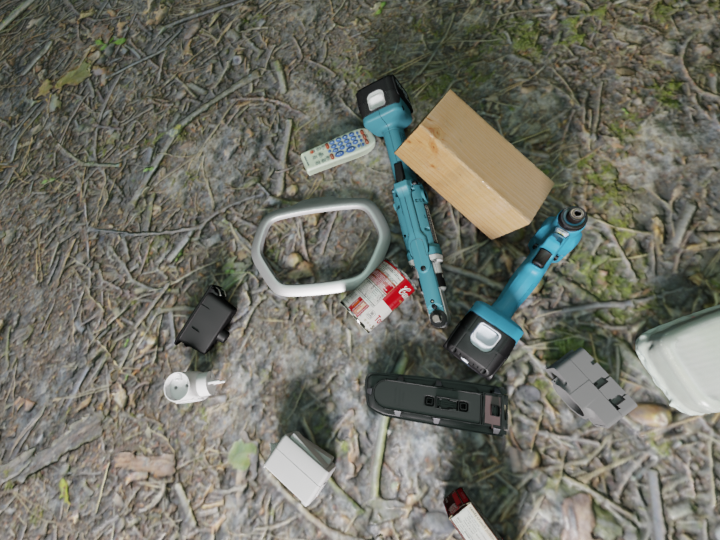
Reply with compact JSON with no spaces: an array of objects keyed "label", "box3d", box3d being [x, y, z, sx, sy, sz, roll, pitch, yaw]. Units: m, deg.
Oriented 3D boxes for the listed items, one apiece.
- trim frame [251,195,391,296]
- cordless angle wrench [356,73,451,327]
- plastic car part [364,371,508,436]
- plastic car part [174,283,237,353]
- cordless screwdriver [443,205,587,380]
[{"label":"trim frame","box3d":[-0.072,-0.047,0.736,0.253,0.026,0.188,-9,71,12]},{"label":"cordless angle wrench","box3d":[0.081,-0.117,0.695,0.076,0.093,0.432,-20,72,24]},{"label":"plastic car part","box3d":[0.103,0.188,0.601,0.209,0.064,0.067,4,81,16]},{"label":"plastic car part","box3d":[-0.252,0.090,0.717,0.072,0.065,0.116,28,83,3]},{"label":"cordless screwdriver","box3d":[0.215,0.027,0.576,0.077,0.154,0.248,36,84,17]}]
